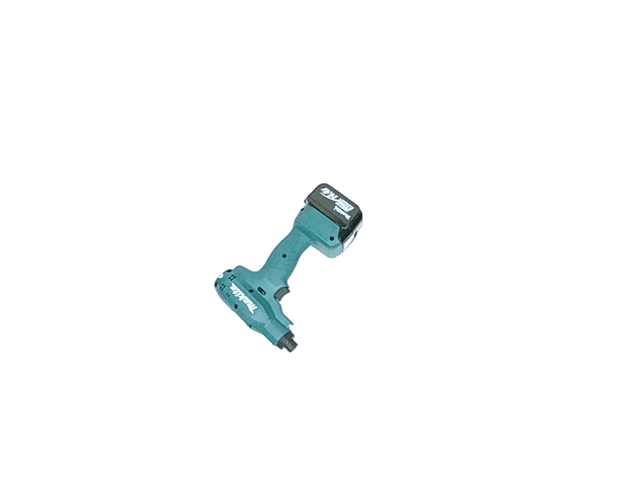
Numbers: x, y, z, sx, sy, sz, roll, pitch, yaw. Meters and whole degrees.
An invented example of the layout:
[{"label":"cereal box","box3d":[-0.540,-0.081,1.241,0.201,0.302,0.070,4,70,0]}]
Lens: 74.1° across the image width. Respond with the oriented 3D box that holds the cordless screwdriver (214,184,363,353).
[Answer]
[{"label":"cordless screwdriver","box3d":[-0.027,0.042,0.667,0.159,0.248,0.074,42,-11,14]}]
